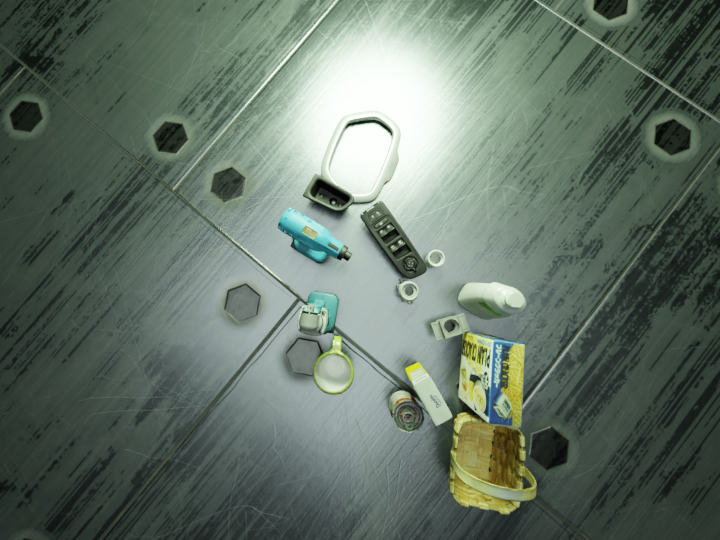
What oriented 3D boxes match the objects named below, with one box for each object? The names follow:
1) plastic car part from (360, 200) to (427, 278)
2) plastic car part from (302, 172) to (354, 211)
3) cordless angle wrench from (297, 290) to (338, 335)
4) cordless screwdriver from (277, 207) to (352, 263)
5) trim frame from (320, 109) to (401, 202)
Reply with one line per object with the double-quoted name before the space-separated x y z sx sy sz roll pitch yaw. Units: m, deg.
"plastic car part" 0.080 -0.067 1.026 0.066 0.066 0.206 -35 83 -3
"plastic car part" -0.075 -0.179 1.047 0.118 0.070 0.066 29 86 4
"cordless angle wrench" -0.087 0.091 0.839 0.074 0.420 0.098 9 86 -2
"cordless screwdriver" -0.092 -0.060 0.945 0.161 0.247 0.074 31 86 2
"trim frame" 0.004 -0.292 1.077 0.186 0.027 0.249 21 85 5
